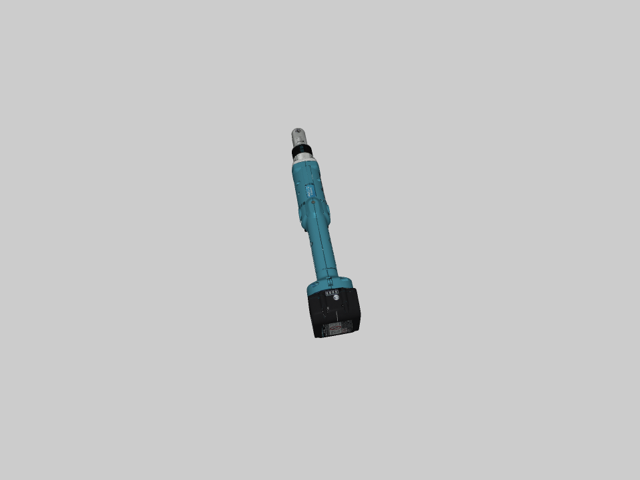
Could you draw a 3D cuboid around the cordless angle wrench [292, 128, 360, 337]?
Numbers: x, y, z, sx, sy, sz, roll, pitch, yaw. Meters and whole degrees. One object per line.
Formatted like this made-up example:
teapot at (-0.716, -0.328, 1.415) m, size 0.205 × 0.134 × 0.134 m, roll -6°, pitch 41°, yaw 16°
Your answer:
cordless angle wrench at (-0.011, -0.044, 0.750) m, size 0.074 × 0.421 × 0.098 m, roll -9°, pitch -31°, yaw -4°
